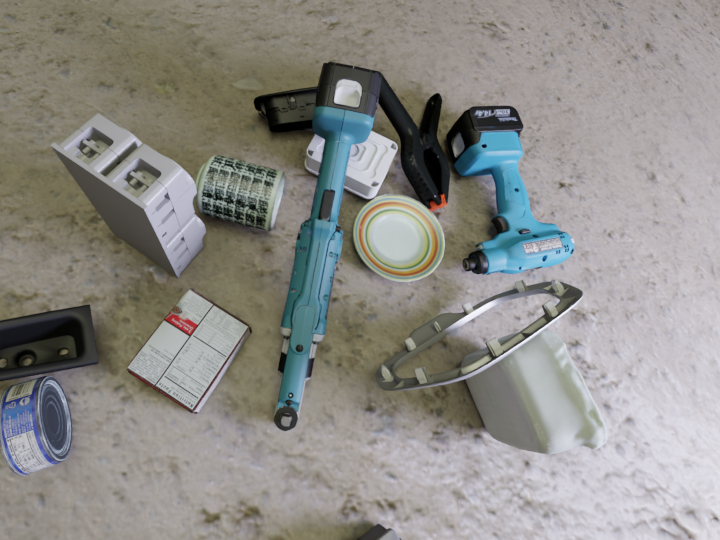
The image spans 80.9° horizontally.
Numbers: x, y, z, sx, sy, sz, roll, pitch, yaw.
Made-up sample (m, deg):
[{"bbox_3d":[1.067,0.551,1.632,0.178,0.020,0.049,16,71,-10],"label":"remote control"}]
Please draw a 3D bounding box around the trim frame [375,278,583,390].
[{"bbox_3d":[0.124,0.065,0.469,0.244,0.187,0.027,-30,94,-19],"label":"trim frame"}]

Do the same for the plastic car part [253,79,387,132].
[{"bbox_3d":[-0.061,-0.244,0.642,0.199,0.068,0.066,-8,96,-14],"label":"plastic car part"}]

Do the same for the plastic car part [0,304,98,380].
[{"bbox_3d":[-0.344,0.086,0.443,0.112,0.072,0.068,-10,69,-32],"label":"plastic car part"}]

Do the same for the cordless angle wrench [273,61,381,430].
[{"bbox_3d":[-0.049,-0.032,0.503,0.074,0.098,0.425,11,82,-5],"label":"cordless angle wrench"}]

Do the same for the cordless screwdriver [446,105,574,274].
[{"bbox_3d":[0.190,-0.115,0.617,0.156,0.074,0.254,-11,73,-14],"label":"cordless screwdriver"}]
